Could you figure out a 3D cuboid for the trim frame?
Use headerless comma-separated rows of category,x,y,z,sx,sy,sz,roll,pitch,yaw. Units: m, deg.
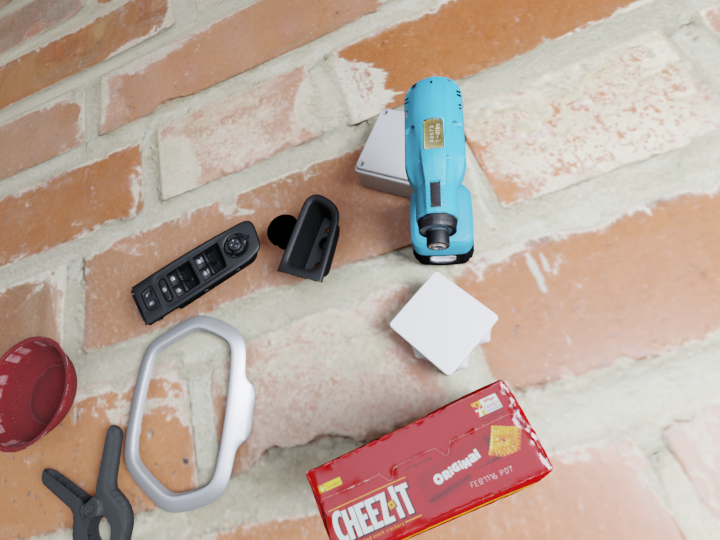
trim frame,-0.232,0.185,0.574,0.189,0.026,0.253,-3,68,16

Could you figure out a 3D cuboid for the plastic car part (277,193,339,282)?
plastic car part,-0.057,-0.037,0.585,0.068,0.068,0.117,13,74,19

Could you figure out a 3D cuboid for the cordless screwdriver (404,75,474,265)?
cordless screwdriver,0.085,-0.063,0.455,0.076,0.238,0.162,-2,70,13

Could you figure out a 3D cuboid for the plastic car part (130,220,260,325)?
plastic car part,-0.229,0.005,0.624,0.203,0.064,0.069,-34,65,2
